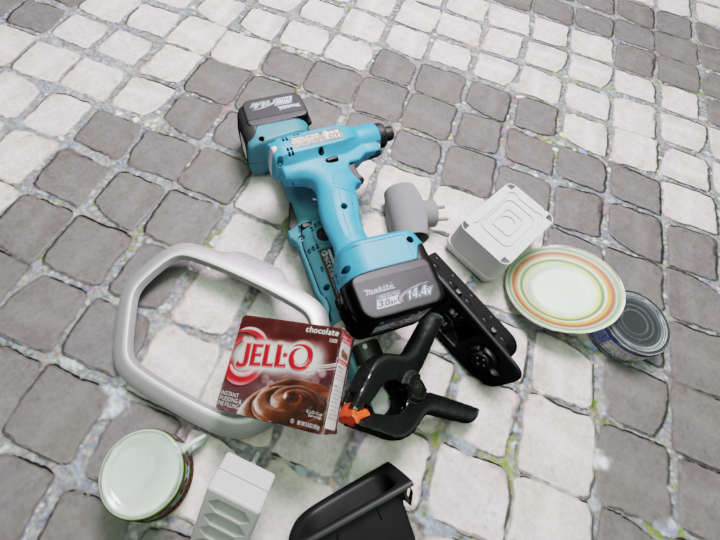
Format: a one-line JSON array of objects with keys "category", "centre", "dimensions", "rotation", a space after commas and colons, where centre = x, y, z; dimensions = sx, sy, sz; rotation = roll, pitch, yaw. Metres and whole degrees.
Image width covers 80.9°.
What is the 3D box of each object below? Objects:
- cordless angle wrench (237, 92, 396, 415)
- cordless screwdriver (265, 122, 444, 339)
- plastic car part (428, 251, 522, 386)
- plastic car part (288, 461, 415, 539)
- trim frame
[{"category": "cordless angle wrench", "centre": [-0.050, -0.033, 0.515], "dimensions": [0.096, 0.073, 0.437], "rotation": [-17, 68, -15]}, {"category": "cordless screwdriver", "centre": [0.009, -0.062, 0.466], "dimensions": [0.156, 0.073, 0.257], "rotation": [-19, 67, -17]}, {"category": "plastic car part", "centre": [0.107, 0.043, 0.499], "dimensions": [0.064, 0.066, 0.210], "rotation": [-16, 61, -44]}, {"category": "plastic car part", "centre": [0.000, 0.240, 0.383], "dimensions": [0.115, 0.066, 0.072], "rotation": [-26, 84, -16]}, {"category": "trim frame", "centre": [-0.152, 0.064, 0.457], "dimensions": [0.255, 0.027, 0.185], "rotation": [21, 71, 14]}]
